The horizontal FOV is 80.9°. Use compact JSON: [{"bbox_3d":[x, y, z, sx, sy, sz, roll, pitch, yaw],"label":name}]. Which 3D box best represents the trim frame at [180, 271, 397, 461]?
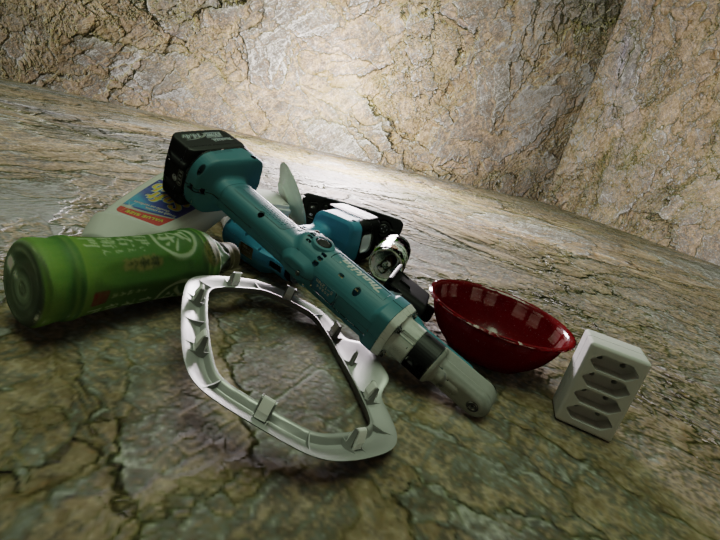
[{"bbox_3d":[-0.063,0.061,0.363,0.176,0.027,0.260,22,12,-26],"label":"trim frame"}]

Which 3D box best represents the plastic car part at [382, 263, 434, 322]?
[{"bbox_3d":[0.056,0.038,0.520,0.073,0.066,0.114,35,19,10],"label":"plastic car part"}]

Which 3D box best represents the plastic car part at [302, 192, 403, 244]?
[{"bbox_3d":[-0.020,-0.094,0.839,0.204,0.066,0.066,14,-8,3],"label":"plastic car part"}]

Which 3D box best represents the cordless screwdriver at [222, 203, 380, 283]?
[{"bbox_3d":[-0.062,-0.040,0.629,0.168,0.073,0.238,28,27,35],"label":"cordless screwdriver"}]

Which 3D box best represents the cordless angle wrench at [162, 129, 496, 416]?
[{"bbox_3d":[-0.048,-0.010,0.441,0.440,0.074,0.095,39,35,20],"label":"cordless angle wrench"}]
